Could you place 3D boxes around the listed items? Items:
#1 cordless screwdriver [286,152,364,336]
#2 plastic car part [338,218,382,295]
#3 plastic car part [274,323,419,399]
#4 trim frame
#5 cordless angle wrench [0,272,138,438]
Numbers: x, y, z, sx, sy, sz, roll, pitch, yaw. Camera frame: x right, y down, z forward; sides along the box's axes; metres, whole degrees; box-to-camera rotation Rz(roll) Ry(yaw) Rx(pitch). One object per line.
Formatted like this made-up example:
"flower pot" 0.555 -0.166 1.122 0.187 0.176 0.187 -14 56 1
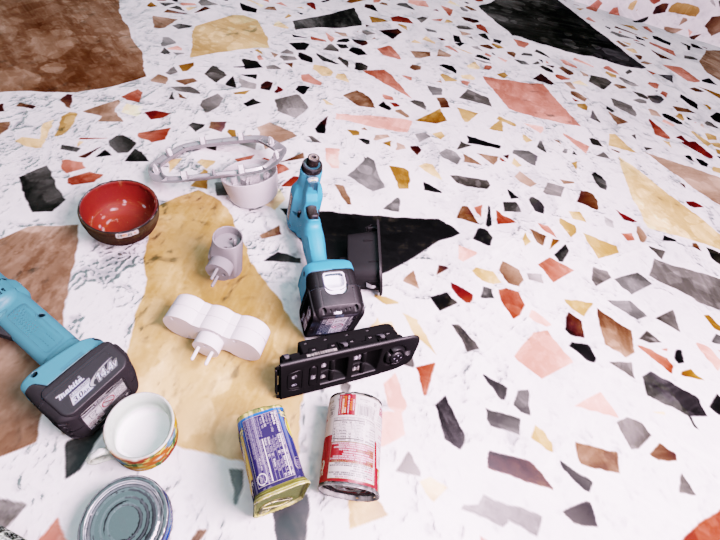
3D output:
"cordless screwdriver" -0.061 -0.040 0.621 0.072 0.157 0.259 -5 55 -19
"plastic car part" 0.001 -0.018 0.684 0.072 0.063 0.119 0 54 5
"plastic car part" -0.020 0.115 0.572 0.198 0.065 0.070 -7 29 -15
"trim frame" -0.256 -0.204 0.759 0.248 0.026 0.191 -6 40 -3
"cordless angle wrench" -0.463 0.041 0.538 0.437 0.073 0.097 31 52 17
